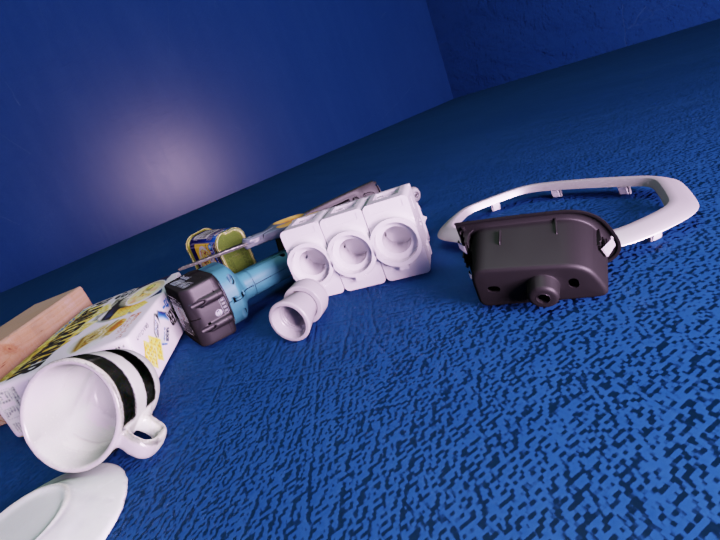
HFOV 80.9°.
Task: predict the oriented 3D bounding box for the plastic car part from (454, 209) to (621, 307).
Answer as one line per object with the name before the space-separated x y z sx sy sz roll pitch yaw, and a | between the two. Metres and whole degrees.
plastic car part | 0.136 -0.002 0.333 0.121 0.063 0.071 -5 39 33

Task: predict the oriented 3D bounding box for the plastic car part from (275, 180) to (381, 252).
plastic car part | -0.055 -0.082 0.718 0.200 0.065 0.069 -28 9 -17

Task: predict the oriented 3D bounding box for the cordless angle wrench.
cordless angle wrench | -0.059 -0.039 0.604 0.413 0.072 0.103 -31 21 -30

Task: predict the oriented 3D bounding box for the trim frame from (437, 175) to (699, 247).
trim frame | 0.198 -0.058 0.448 0.180 0.027 0.261 -31 23 -26
